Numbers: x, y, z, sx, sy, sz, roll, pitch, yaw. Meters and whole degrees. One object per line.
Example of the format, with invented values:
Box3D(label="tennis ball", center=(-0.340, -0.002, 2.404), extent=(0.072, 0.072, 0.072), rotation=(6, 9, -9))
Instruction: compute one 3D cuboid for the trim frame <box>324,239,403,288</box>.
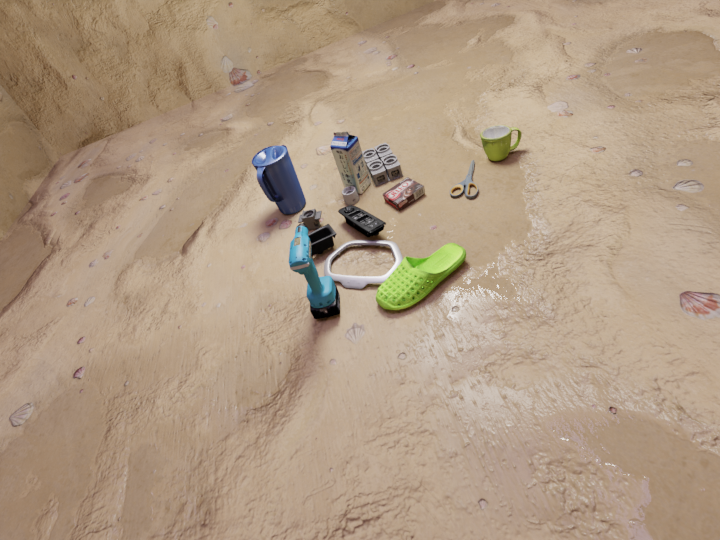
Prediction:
Box3D(label="trim frame", center=(0.005, -0.023, 1.248), extent=(0.259, 0.026, 0.185), rotation=(3, 48, 27))

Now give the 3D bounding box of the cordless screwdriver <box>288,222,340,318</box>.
Box3D(label="cordless screwdriver", center=(-0.124, 0.003, 1.123), extent=(0.075, 0.237, 0.164), rotation=(-14, 42, 9))

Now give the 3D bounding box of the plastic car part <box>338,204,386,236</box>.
Box3D(label="plastic car part", center=(0.003, -0.156, 1.356), extent=(0.066, 0.064, 0.215), rotation=(-35, 43, -14))

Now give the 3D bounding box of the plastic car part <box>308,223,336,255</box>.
Box3D(label="plastic car part", center=(-0.131, -0.086, 1.344), extent=(0.116, 0.067, 0.069), rotation=(-29, 42, -6))
